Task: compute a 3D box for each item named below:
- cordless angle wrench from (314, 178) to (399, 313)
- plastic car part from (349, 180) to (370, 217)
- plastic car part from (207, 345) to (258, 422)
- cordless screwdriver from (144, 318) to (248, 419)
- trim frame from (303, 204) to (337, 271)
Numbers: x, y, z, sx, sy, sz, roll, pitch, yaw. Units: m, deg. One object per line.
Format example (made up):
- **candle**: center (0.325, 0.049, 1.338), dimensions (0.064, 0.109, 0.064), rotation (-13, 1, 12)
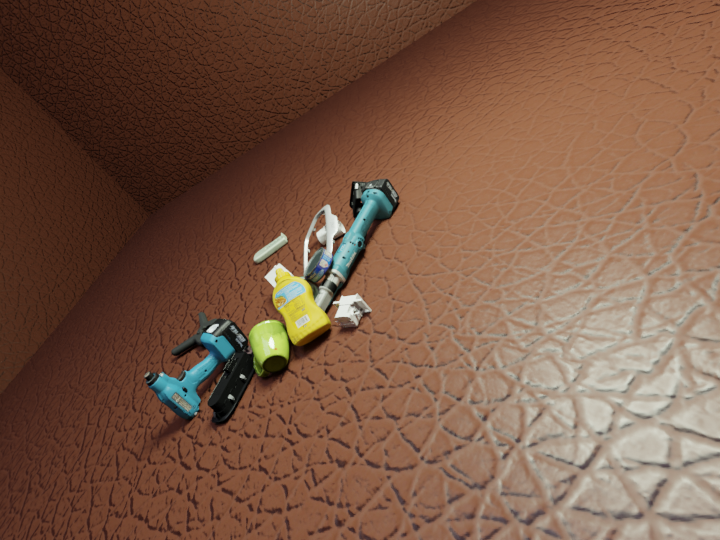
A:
- **cordless angle wrench**: center (-0.020, -0.068, 1.104), dimensions (0.078, 0.093, 0.424), rotation (-2, 49, 43)
- **plastic car part**: center (0.000, -0.202, 1.261), dimensions (0.066, 0.114, 0.073), rotation (6, 52, -5)
- **plastic car part**: center (-0.299, 0.257, 1.000), dimensions (0.069, 0.064, 0.205), rotation (-10, 43, 30)
- **cordless screwdriver**: center (-0.409, 0.226, 1.064), dimensions (0.078, 0.152, 0.248), rotation (-5, 42, 47)
- **trim frame**: center (-0.117, -0.076, 1.196), dimensions (0.185, 0.026, 0.257), rotation (-50, 31, 38)
